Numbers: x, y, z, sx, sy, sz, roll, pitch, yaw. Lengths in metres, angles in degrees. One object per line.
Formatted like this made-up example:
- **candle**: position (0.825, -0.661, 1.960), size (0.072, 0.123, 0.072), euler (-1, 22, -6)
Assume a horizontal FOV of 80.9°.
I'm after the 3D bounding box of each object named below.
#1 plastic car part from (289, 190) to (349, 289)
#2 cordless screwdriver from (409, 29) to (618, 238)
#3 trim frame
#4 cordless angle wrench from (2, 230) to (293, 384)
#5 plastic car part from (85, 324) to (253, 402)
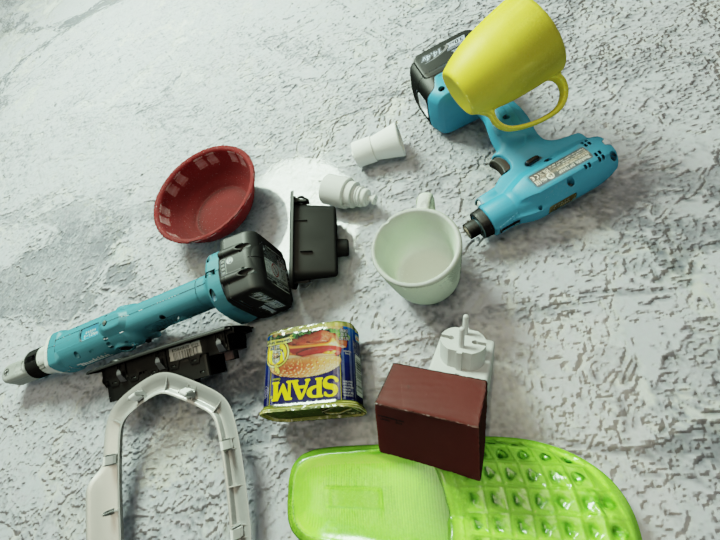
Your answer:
- **plastic car part**: position (-0.050, -0.032, 0.508), size (0.071, 0.064, 0.120), euler (-6, 64, 1)
- **cordless screwdriver**: position (0.136, -0.158, 0.489), size (0.160, 0.071, 0.260), euler (-31, 61, 4)
- **trim frame**: position (-0.195, 0.229, 0.420), size (0.187, 0.026, 0.255), euler (-19, 70, 15)
- **cordless angle wrench**: position (-0.290, 0.072, 0.529), size (0.430, 0.093, 0.077), euler (-21, 62, 14)
- **plastic car part**: position (-0.224, 0.114, 0.500), size (0.206, 0.065, 0.067), euler (-14, 86, 13)
